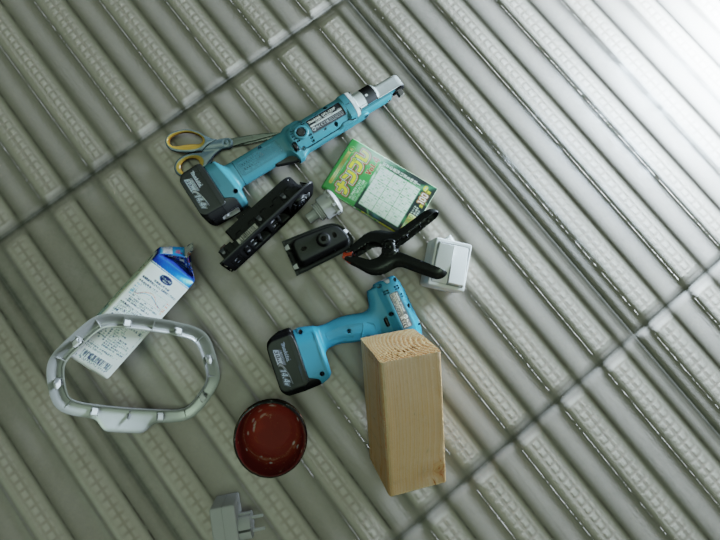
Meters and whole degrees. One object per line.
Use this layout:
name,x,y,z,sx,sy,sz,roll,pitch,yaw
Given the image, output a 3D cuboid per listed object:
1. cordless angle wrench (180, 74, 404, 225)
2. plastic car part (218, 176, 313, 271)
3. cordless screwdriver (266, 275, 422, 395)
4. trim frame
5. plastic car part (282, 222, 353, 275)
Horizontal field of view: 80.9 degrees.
cordless angle wrench,-0.104,-0.227,0.734,0.420,0.074,0.099,-34,86,-7
plastic car part,-0.163,-0.087,0.718,0.202,0.064,0.070,-40,70,-5
cordless screwdriver,-0.018,0.128,0.684,0.247,0.074,0.160,-24,86,-8
trim frame,-0.338,0.160,0.647,0.237,0.029,0.183,16,96,-28
plastic car part,-0.069,-0.045,0.707,0.116,0.070,0.066,-24,87,-2
